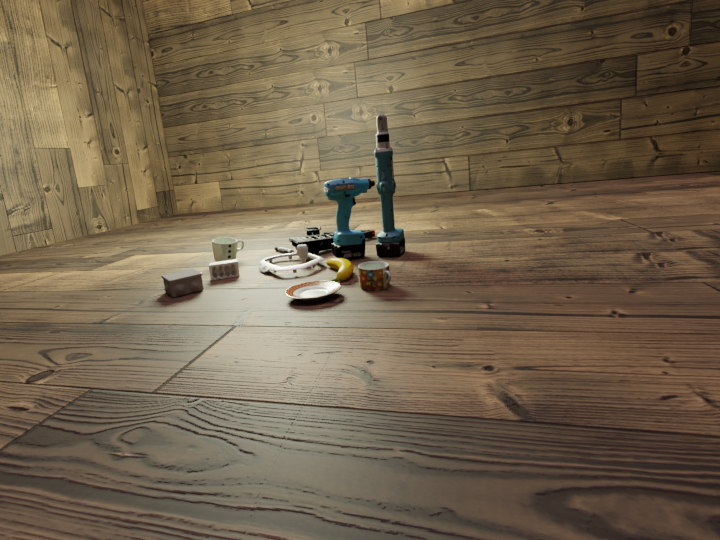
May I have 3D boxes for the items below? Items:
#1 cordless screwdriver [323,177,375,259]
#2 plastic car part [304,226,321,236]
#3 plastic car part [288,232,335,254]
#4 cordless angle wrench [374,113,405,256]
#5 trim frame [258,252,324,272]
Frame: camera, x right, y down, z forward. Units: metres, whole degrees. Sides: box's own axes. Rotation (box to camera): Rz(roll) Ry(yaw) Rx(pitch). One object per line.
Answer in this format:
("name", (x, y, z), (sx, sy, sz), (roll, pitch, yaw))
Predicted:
("cordless screwdriver", (-0.023, -0.163, 1.311), (0.156, 0.245, 0.077), (-9, 11, -15))
("plastic car part", (-0.175, -0.126, 1.584), (0.066, 0.070, 0.119), (-7, 14, -4))
("plastic car part", (-0.142, -0.093, 1.448), (0.196, 0.066, 0.070), (-15, 16, -31))
("cordless angle wrench", (0.079, -0.254, 1.279), (0.077, 0.417, 0.096), (-1, 12, 21))
("trim frame", (-0.217, -0.024, 1.293), (0.178, 0.027, 0.260), (-14, 16, -27))
